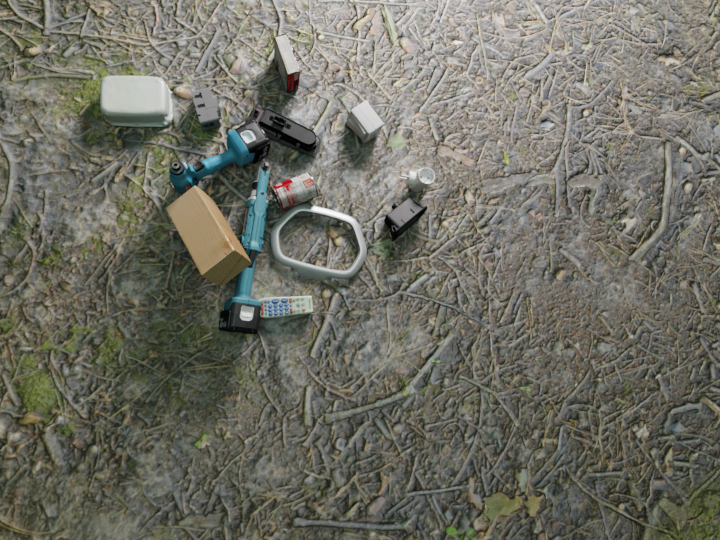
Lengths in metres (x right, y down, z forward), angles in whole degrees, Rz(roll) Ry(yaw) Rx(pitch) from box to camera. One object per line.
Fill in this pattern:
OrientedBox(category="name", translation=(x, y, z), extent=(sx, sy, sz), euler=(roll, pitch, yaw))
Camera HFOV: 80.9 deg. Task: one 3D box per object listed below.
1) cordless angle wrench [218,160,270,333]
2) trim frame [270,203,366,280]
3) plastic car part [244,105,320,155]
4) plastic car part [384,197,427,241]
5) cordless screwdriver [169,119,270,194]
OrientedBox(category="cordless angle wrench", translation=(-0.262, -0.065, 1.016), extent=(0.071, 0.101, 0.428), euler=(13, 74, -29))
OrientedBox(category="trim frame", translation=(-0.104, -0.068, 1.067), extent=(0.245, 0.028, 0.185), euler=(13, 78, -8))
OrientedBox(category="plastic car part", translation=(-0.192, -0.366, 1.087), extent=(0.200, 0.067, 0.066), euler=(27, 72, -6))
OrientedBox(category="plastic car part", translation=(0.107, -0.143, 1.095), extent=(0.073, 0.065, 0.115), euler=(43, 74, 12))
OrientedBox(category="cordless screwdriver", translation=(-0.335, -0.269, 0.999), extent=(0.246, 0.161, 0.074), euler=(-34, 92, -14))
